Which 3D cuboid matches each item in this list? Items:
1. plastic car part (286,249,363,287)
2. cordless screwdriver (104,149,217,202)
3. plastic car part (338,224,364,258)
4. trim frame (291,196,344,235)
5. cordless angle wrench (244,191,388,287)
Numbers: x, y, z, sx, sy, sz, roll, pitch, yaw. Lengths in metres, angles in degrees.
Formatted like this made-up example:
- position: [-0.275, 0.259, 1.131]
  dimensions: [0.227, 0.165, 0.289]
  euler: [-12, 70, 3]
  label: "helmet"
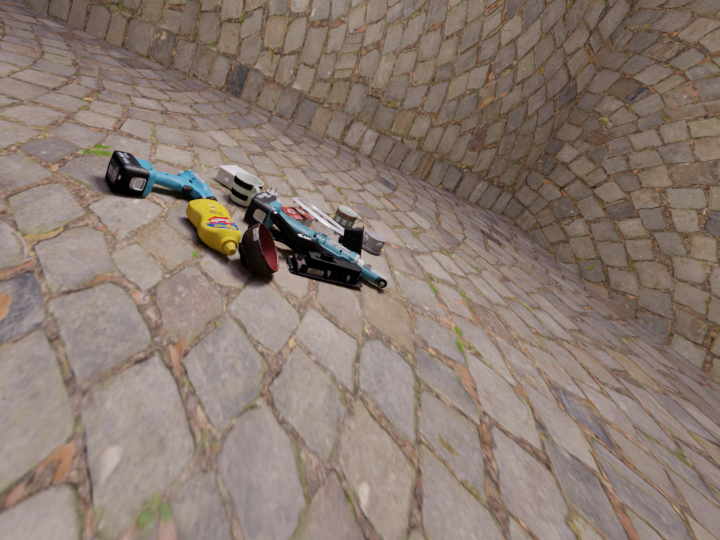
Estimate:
- position: [-0.078, -0.009, 1.046]
  dimensions: [0.194, 0.067, 0.069]
  euler: [19, 16, -25]
  label: "plastic car part"
- position: [-0.477, -0.211, 1.038]
  dimensions: [0.167, 0.074, 0.237]
  euler: [40, 21, 30]
  label: "cordless screwdriver"
- position: [-0.028, -0.077, 1.199]
  dimensions: [0.072, 0.114, 0.066]
  euler: [5, 20, 5]
  label: "plastic car part"
- position: [-0.123, -0.165, 1.335]
  dimensions: [0.261, 0.027, 0.175]
  euler: [37, 10, 27]
  label: "trim frame"
- position: [-0.112, -0.073, 1.141]
  dimensions: [0.427, 0.074, 0.097]
  euler: [31, 22, 5]
  label: "cordless angle wrench"
